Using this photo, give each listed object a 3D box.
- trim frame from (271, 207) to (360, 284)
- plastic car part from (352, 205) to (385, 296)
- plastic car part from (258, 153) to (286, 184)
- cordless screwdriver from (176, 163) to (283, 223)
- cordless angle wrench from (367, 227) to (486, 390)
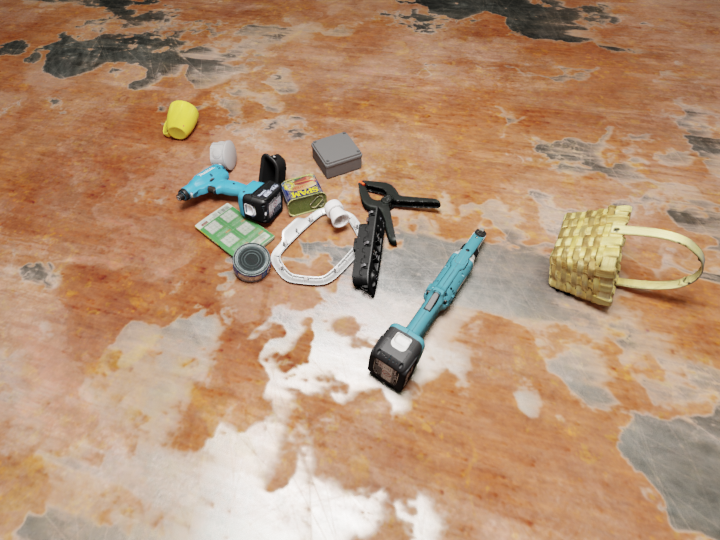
[{"bbox_3d":[-0.097,-0.063,0.992,0.192,0.026,0.246,29,61,24],"label":"trim frame"},{"bbox_3d":[0.015,-0.043,0.935,0.069,0.063,0.207,-3,61,13],"label":"plastic car part"},{"bbox_3d":[-0.221,-0.251,1.100,0.068,0.114,0.069,26,33,18],"label":"plastic car part"},{"bbox_3d":[-0.327,-0.189,1.061,0.259,0.072,0.157,22,45,22],"label":"cordless screwdriver"},{"bbox_3d":[0.160,0.049,0.859,0.077,0.095,0.419,28,55,20],"label":"cordless angle wrench"}]
